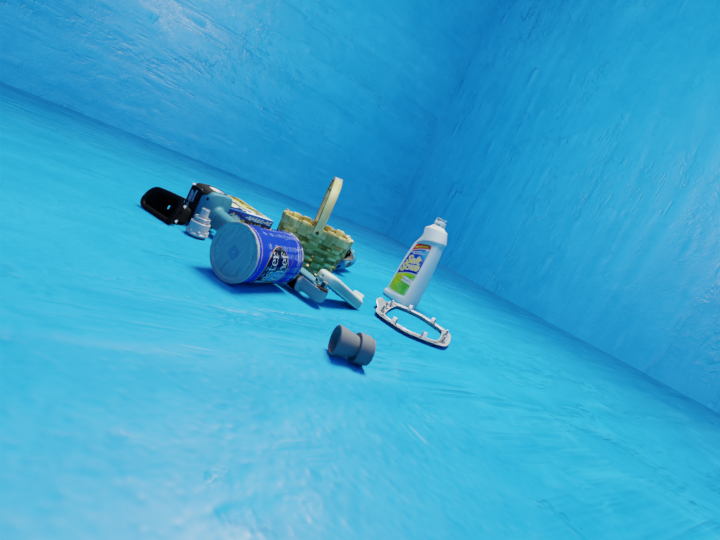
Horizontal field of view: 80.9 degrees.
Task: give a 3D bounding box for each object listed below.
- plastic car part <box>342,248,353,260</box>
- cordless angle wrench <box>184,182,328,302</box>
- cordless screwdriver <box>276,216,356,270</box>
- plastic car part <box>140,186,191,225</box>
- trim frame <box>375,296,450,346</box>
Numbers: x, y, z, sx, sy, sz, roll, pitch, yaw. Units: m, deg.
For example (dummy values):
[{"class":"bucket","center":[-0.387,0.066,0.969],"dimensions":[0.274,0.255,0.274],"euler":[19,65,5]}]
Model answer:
[{"class":"plastic car part","center":[-0.112,-0.073,1.147],"dimensions":[0.199,0.066,0.068],"euler":[12,29,-10]},{"class":"cordless angle wrench","center":[-0.226,-0.056,0.888],"dimensions":[0.445,0.098,0.071],"euler":[34,12,30]},{"class":"cordless screwdriver","center":[-0.142,-0.077,1.246],"dimensions":[0.258,0.074,0.154],"euler":[31,20,19]},{"class":"plastic car part","center":[-0.422,-0.138,0.938],"dimensions":[0.122,0.066,0.067],"euler":[26,-7,28]},{"class":"trim frame","center":[0.120,0.113,0.970],"dimensions":[0.191,0.027,0.241],"euler":[26,11,16]}]
